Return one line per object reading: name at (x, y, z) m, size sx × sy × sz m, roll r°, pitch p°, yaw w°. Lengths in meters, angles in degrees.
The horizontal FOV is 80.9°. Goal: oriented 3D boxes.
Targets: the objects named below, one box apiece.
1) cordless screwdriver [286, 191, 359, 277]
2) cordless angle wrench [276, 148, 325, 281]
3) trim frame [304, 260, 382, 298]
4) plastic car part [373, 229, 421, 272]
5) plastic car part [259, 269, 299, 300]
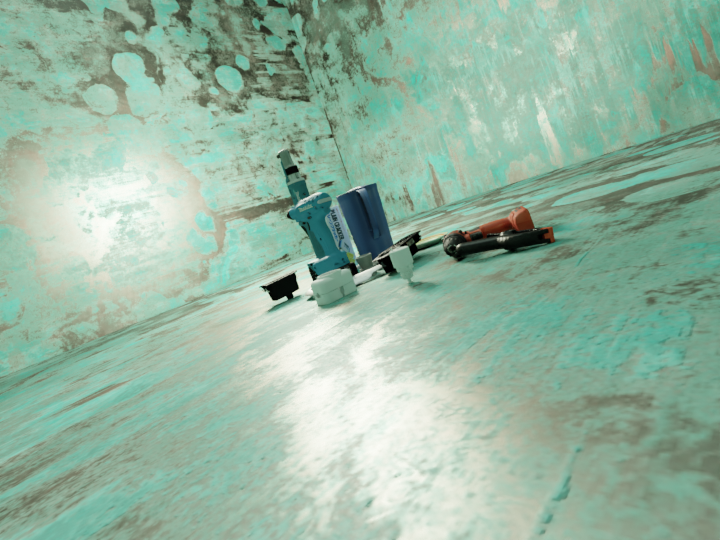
cordless screwdriver at (-0.109, -0.072, 1.118) m, size 0.072 × 0.248 × 0.165 m, roll -22°, pitch 4°, yaw -44°
cordless angle wrench at (-0.161, -0.168, 1.286) m, size 0.100 × 0.421 × 0.073 m, roll -19°, pitch 2°, yaw 16°
trim frame at (-0.031, 0.020, 1.104) m, size 0.245 × 0.027 × 0.188 m, roll -22°, pitch 7°, yaw -14°
plastic car part at (0.097, -0.042, 1.065) m, size 0.069 × 0.066 × 0.197 m, roll -16°, pitch 7°, yaw 36°
plastic car part at (-0.219, 0.050, 1.208) m, size 0.113 × 0.070 × 0.068 m, roll -23°, pitch 5°, yaw -28°
